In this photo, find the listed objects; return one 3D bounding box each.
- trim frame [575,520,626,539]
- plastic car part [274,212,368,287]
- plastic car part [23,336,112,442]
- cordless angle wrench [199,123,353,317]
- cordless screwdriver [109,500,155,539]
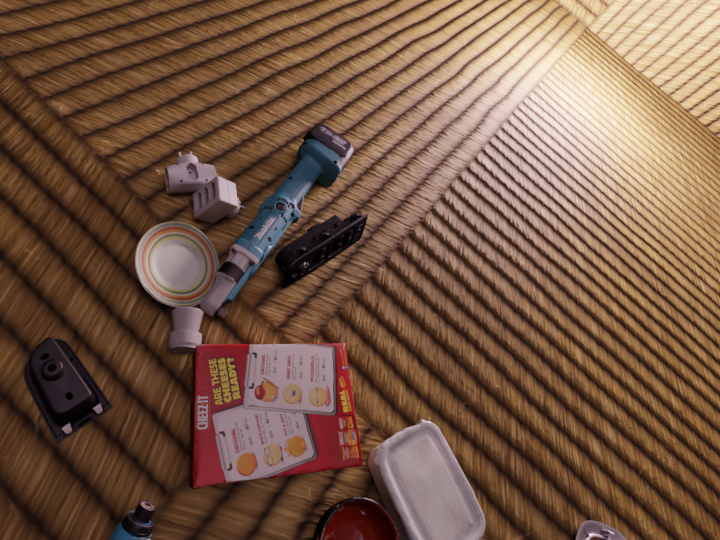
[{"bbox_3d":[0.368,0.510,0.622,0.185,0.027,0.247,38,55,2],"label":"trim frame"},{"bbox_3d":[-0.072,-0.047,0.731,0.069,0.066,0.200,40,53,11],"label":"plastic car part"},{"bbox_3d":[-0.354,0.129,0.497,0.064,0.072,0.118,-32,82,-37],"label":"plastic car part"},{"bbox_3d":[-0.142,-0.096,0.726,0.097,0.075,0.424,32,56,-6],"label":"cordless angle wrench"},{"bbox_3d":[-0.160,0.344,0.377,0.259,0.071,0.160,19,75,21],"label":"cordless screwdriver"}]
